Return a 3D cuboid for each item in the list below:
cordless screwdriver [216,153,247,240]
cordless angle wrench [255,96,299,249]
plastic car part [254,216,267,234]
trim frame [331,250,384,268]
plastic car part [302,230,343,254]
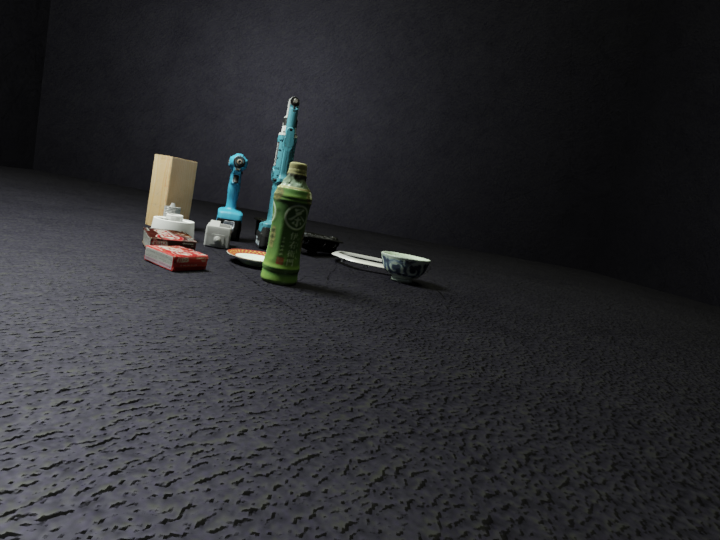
[{"bbox_3d":[-0.366,-0.211,1.213,0.072,0.247,0.165,9,7,-19],"label":"cordless screwdriver"},{"bbox_3d":[-0.220,-0.268,1.179,0.072,0.421,0.102,9,7,-21],"label":"cordless angle wrench"},{"bbox_3d":[-0.281,-0.123,1.331,0.119,0.070,0.065,12,7,9],"label":"plastic car part"},{"bbox_3d":[0.039,-0.020,1.189,0.246,0.027,0.187,9,9,-7],"label":"trim frame"},{"bbox_3d":[-0.123,-0.080,1.255,0.070,0.066,0.193,16,10,34],"label":"plastic car part"}]
